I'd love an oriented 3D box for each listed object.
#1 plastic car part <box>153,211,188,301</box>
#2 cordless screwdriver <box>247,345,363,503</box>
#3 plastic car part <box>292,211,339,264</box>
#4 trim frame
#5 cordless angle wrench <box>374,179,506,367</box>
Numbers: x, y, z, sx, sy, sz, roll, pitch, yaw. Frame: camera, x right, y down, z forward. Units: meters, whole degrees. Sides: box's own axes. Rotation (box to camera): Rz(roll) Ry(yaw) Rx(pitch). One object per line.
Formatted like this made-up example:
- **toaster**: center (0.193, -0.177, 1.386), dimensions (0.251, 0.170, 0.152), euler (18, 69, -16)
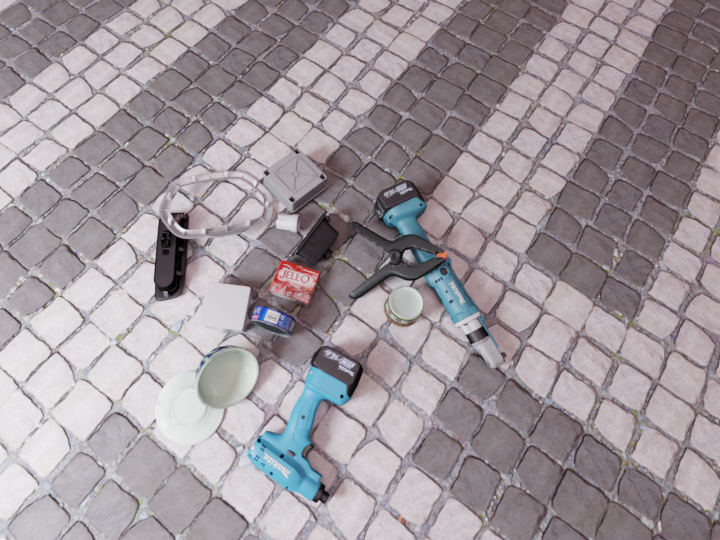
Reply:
- **plastic car part**: center (-0.403, -0.038, 0.893), dimensions (0.065, 0.067, 0.207), euler (-1, 71, -13)
- **cordless screwdriver**: center (-0.074, 0.274, 0.771), dimensions (0.162, 0.073, 0.248), euler (31, 74, 9)
- **plastic car part**: center (-0.089, -0.058, 0.915), dimensions (0.070, 0.067, 0.116), euler (34, 73, -7)
- **trim frame**: center (-0.312, -0.147, 0.929), dimensions (0.241, 0.027, 0.191), euler (-13, 63, -23)
- **cordless angle wrench**: center (0.168, 0.006, 0.889), dimensions (0.097, 0.073, 0.435), euler (-25, 73, -12)
